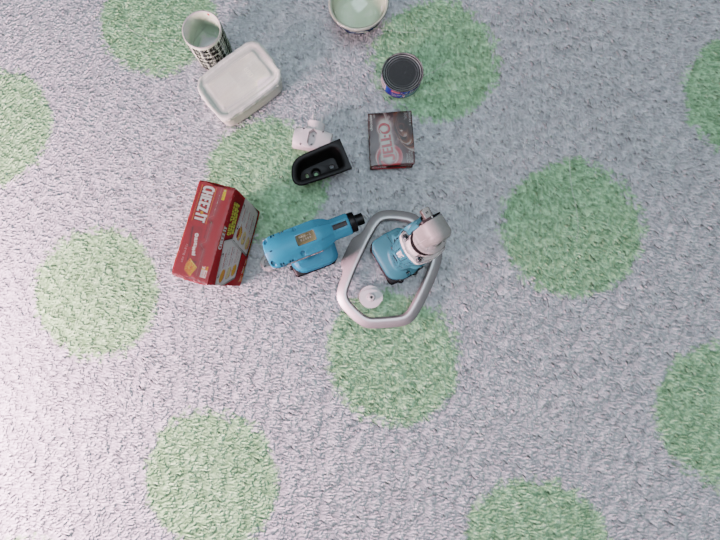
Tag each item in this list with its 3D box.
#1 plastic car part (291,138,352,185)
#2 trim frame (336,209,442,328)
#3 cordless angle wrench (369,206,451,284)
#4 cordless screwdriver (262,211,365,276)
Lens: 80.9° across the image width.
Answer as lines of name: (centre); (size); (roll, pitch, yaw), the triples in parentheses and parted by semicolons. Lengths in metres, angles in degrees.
plastic car part: (-0.083, -0.206, 0.852); (0.116, 0.070, 0.066); (-22, 86, 0)
trim frame: (0.055, -0.003, 0.843); (0.186, 0.027, 0.249); (24, 86, 6)
cordless angle wrench: (0.075, -0.034, 0.649); (0.074, 0.420, 0.099); (-30, 89, -3)
cordless screwdriver: (-0.073, -0.048, 0.746); (0.159, 0.247, 0.075); (-21, 88, -2)
